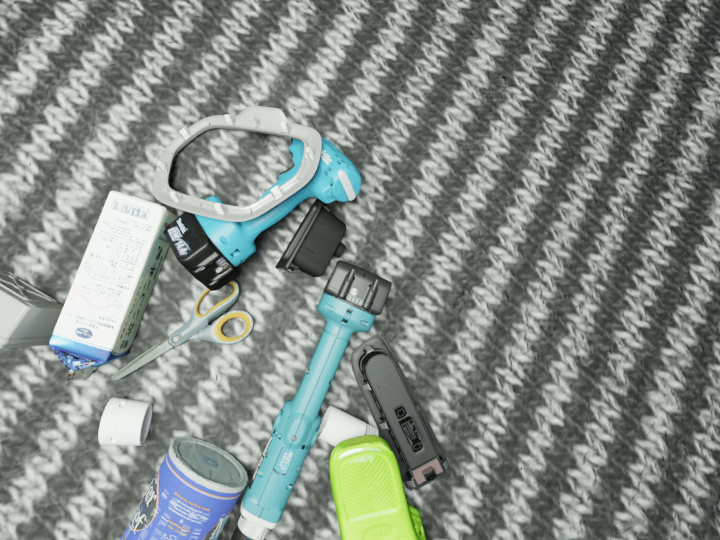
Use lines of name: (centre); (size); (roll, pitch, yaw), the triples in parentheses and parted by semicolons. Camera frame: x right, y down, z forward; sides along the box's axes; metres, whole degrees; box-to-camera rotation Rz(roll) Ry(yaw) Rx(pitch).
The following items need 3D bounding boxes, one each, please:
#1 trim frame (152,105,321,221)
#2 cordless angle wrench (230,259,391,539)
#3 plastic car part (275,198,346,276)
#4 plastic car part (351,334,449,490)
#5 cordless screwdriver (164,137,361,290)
trim frame: (-0.168, -0.146, 0.549); (0.260, 0.026, 0.184); (15, 62, 27)
cordless angle wrench: (-0.080, 0.194, 0.530); (0.074, 0.098, 0.423); (24, 84, -2)
plastic car part: (-0.057, -0.037, 0.583); (0.069, 0.068, 0.116); (35, 77, -16)
plastic car part: (0.049, 0.187, 0.553); (0.066, 0.066, 0.206); (-26, 82, -1)
cordless screwdriver: (-0.136, -0.096, 0.565); (0.248, 0.070, 0.168); (-34, 50, -3)
